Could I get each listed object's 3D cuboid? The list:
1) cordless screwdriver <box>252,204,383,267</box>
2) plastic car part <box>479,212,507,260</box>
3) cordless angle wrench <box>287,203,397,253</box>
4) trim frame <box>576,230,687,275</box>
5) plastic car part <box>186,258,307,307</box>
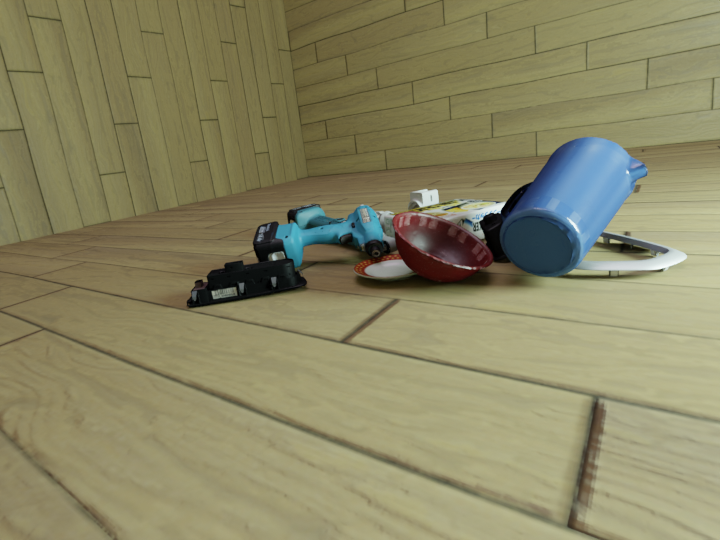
[{"bbox_3d":[-0.080,-0.052,0.820,0.250,0.071,0.165,-13,33,3],"label":"cordless screwdriver"},{"bbox_3d":[0.241,-0.069,0.747,0.067,0.070,0.115,-28,7,18],"label":"plastic car part"},{"bbox_3d":[-0.048,-0.096,1.002,0.095,0.072,0.445,-19,22,-27],"label":"cordless angle wrench"},{"bbox_3d":[0.367,-0.034,0.673,0.183,0.027,0.255,-11,15,-7],"label":"trim frame"},{"bbox_3d":[-0.193,0.015,0.724,0.203,0.066,0.067,-5,8,-1],"label":"plastic car part"}]
